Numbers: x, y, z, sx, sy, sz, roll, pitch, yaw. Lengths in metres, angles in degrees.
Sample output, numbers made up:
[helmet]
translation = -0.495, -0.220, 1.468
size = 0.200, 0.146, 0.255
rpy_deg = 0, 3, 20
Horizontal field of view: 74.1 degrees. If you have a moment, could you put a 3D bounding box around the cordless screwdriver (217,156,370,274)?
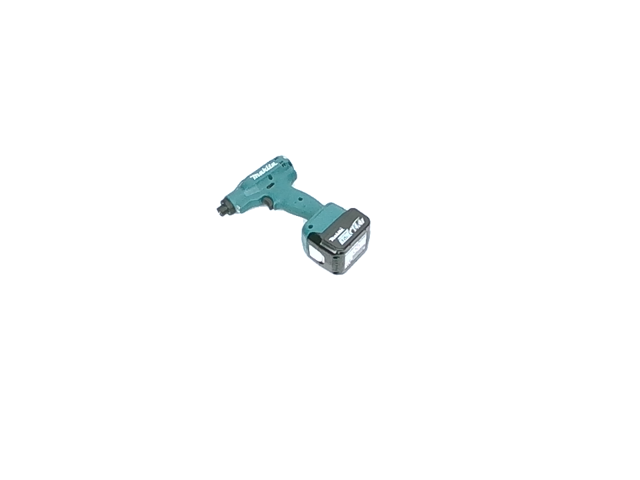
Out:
[cordless screwdriver]
translation = -0.046, -0.038, 0.715
size = 0.249, 0.158, 0.074
rpy_deg = 39, -25, 26
